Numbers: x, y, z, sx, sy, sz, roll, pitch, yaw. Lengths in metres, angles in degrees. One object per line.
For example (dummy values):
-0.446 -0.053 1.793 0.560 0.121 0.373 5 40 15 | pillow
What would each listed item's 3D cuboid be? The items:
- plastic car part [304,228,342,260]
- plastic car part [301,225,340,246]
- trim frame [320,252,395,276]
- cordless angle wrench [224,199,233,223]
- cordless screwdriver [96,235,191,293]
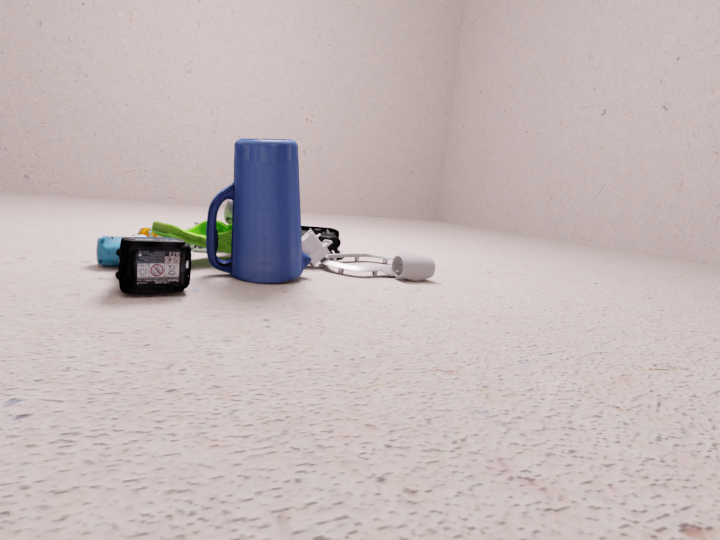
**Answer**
-0.102 -0.067 1.048 0.122 0.070 0.063 14 10 27 | plastic car part
-0.135 -0.086 1.162 0.194 0.065 0.071 -2 21 -34 | plastic car part
0.019 -0.015 0.944 0.237 0.027 0.194 -2 11 -42 | trim frame
-0.282 -0.121 0.999 0.096 0.074 0.428 5 -2 -11 | cordless angle wrench
-0.329 -0.022 0.687 0.152 0.074 0.262 -1 8 -36 | cordless screwdriver
